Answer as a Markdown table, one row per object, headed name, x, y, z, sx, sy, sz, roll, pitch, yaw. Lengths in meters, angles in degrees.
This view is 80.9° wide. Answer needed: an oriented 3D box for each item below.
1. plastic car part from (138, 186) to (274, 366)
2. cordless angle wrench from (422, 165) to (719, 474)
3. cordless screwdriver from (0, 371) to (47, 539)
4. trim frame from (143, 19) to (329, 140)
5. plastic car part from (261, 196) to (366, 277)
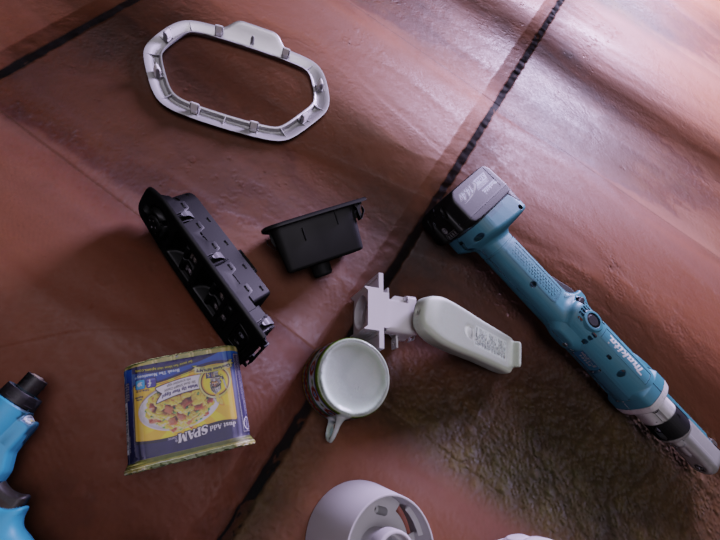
| name | x | y | z | sx | sy | sz | roll | pitch | yaw |
| --- | --- | --- | --- | --- | --- | --- | --- | --- | --- |
| plastic car part | -0.149 | -0.009 | 0.424 | 0.206 | 0.066 | 0.066 | 47 | 52 | 9 |
| cordless angle wrench | 0.253 | 0.062 | 0.499 | 0.096 | 0.074 | 0.429 | -38 | 82 | -27 |
| cordless screwdriver | -0.215 | 0.199 | 0.302 | 0.251 | 0.074 | 0.159 | 30 | 61 | 4 |
| trim frame | -0.159 | -0.260 | 0.561 | 0.245 | 0.027 | 0.187 | 14 | 62 | -7 |
| plastic car part | -0.046 | -0.030 | 0.469 | 0.114 | 0.067 | 0.071 | -23 | 90 | -21 |
